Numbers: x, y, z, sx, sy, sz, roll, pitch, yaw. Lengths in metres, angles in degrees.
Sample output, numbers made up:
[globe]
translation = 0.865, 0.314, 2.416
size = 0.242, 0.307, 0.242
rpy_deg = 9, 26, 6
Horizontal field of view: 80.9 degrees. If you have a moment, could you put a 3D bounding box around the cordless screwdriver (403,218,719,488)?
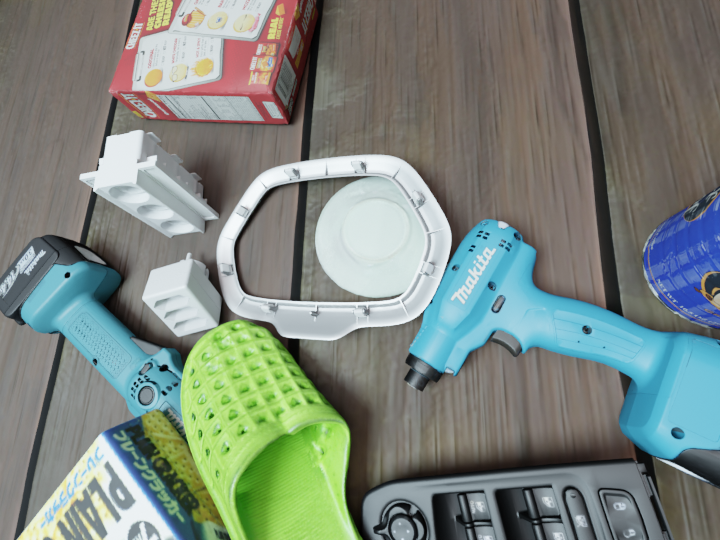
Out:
[cordless screwdriver]
translation = 0.168, 0.078, 0.326
size = 0.260, 0.071, 0.159
rpy_deg = 29, 83, 23

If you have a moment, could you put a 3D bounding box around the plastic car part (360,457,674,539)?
[plastic car part]
translation = 0.098, 0.178, 0.313
size = 0.207, 0.065, 0.067
rpy_deg = -14, 80, 14

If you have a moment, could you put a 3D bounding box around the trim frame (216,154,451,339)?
[trim frame]
translation = -0.041, -0.027, 0.414
size = 0.257, 0.026, 0.186
rpy_deg = 0, 77, 21

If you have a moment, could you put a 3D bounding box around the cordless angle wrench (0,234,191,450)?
[cordless angle wrench]
translation = -0.190, 0.116, 0.407
size = 0.438, 0.072, 0.098
rpy_deg = 34, 85, 18
